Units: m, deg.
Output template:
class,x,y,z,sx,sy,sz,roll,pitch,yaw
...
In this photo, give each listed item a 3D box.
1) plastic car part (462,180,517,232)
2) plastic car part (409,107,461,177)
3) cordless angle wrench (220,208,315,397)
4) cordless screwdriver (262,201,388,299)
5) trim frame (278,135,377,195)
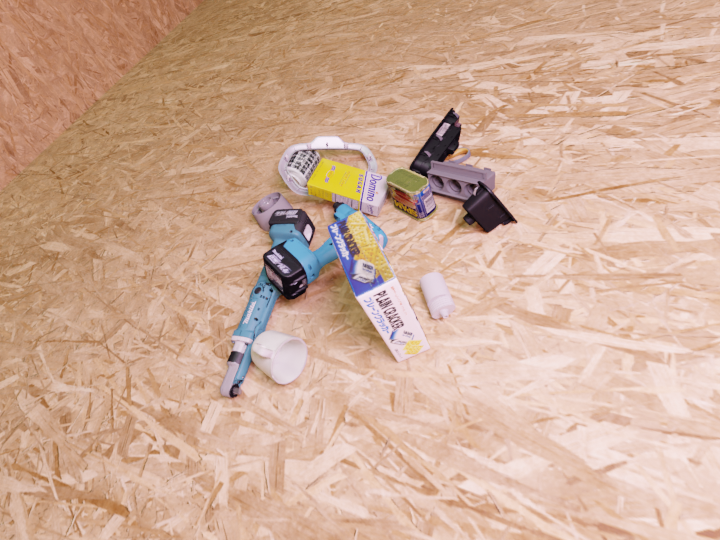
class,x,y,z,sx,sy,sz,roll,pitch,yaw
plastic car part,0.228,-0.112,0.788,0.071,0.110,0.069,-47,43,17
plastic car part,0.176,-0.274,0.954,0.069,0.064,0.202,35,69,15
cordless angle wrench,-0.201,0.054,0.887,0.102,0.070,0.429,0,56,24
cordless screwdriver,-0.085,-0.056,0.873,0.244,0.072,0.168,-29,53,-22
trim frame,-0.082,-0.263,1.059,0.249,0.027,0.189,-1,61,2
